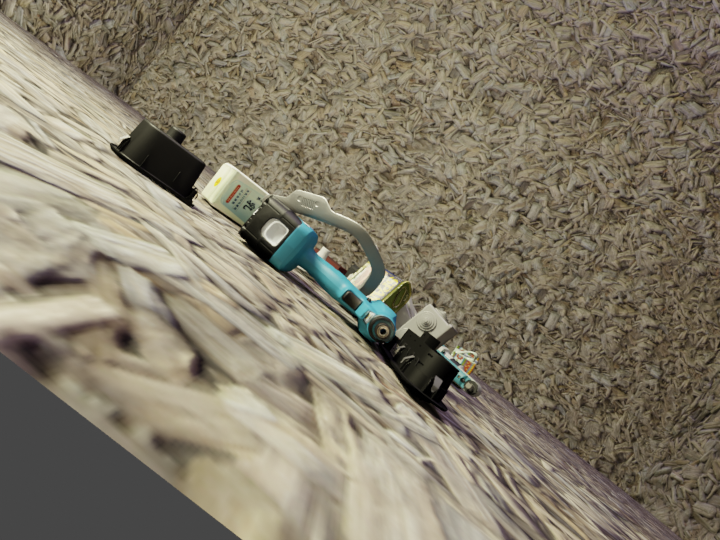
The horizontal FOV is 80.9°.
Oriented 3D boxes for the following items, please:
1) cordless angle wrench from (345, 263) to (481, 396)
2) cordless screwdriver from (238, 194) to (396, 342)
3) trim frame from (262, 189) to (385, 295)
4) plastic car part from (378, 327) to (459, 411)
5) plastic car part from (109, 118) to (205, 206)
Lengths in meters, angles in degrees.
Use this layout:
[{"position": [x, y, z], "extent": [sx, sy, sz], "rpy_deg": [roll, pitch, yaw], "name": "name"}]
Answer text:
[{"position": [0.100, 0.127, 0.947], "extent": [0.092, 0.074, 0.448], "rpy_deg": [38, 2, -46], "name": "cordless angle wrench"}, {"position": [-0.052, 0.004, 0.571], "extent": [0.251, 0.074, 0.158], "rpy_deg": [41, -1, 3], "name": "cordless screwdriver"}, {"position": [-0.066, -0.043, 0.674], "extent": [0.262, 0.027, 0.176], "rpy_deg": [23, -38, 34], "name": "trim frame"}, {"position": [0.072, 0.109, 0.507], "extent": [0.066, 0.067, 0.203], "rpy_deg": [45, 2, -3], "name": "plastic car part"}, {"position": [-0.244, -0.144, 0.534], "extent": [0.111, 0.071, 0.069], "rpy_deg": [41, -3, -31], "name": "plastic car part"}]
